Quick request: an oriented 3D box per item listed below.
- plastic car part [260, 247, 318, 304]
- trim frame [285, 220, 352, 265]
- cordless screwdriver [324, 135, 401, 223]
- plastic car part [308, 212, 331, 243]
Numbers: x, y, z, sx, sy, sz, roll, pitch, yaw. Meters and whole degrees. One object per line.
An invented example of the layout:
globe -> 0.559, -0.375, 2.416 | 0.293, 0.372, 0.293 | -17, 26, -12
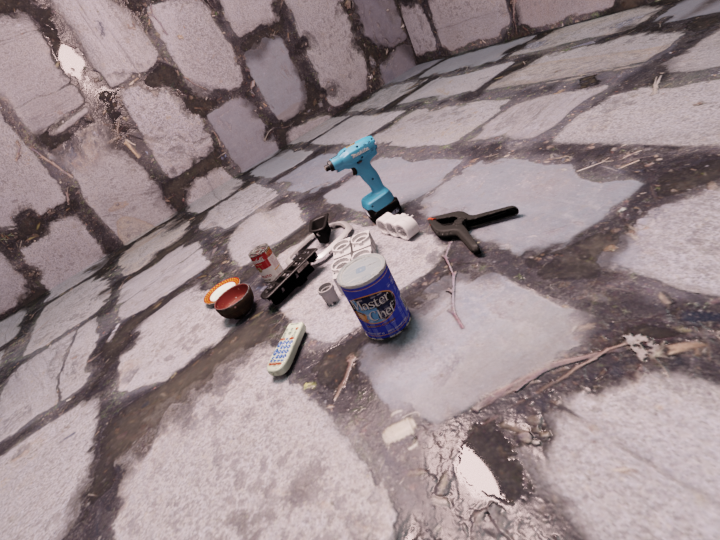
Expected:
plastic car part -> -0.189, 0.021, 1.152 | 0.200, 0.064, 0.070 | -43, 30, -25
trim frame -> -0.128, -0.084, 1.308 | 0.193, 0.026, 0.246 | 2, 41, 43
cordless screwdriver -> 0.009, -0.247, 1.229 | 0.159, 0.239, 0.077 | -29, 25, -3
plastic car part -> -0.119, -0.121, 1.316 | 0.067, 0.068, 0.120 | -22, 28, 11
